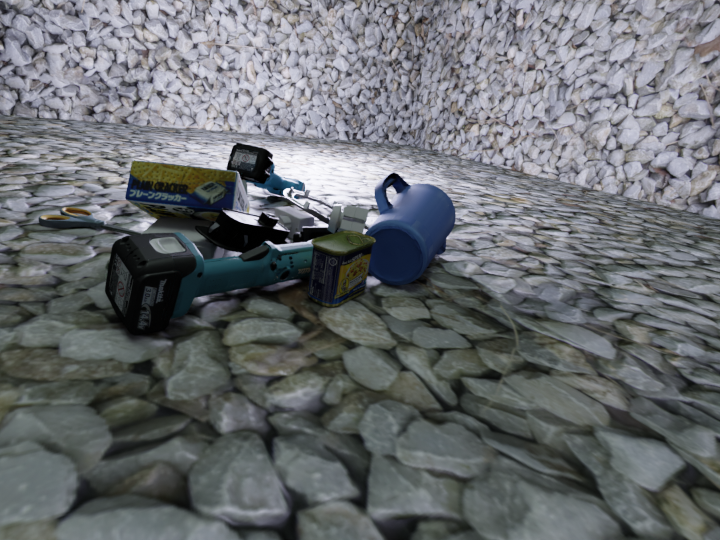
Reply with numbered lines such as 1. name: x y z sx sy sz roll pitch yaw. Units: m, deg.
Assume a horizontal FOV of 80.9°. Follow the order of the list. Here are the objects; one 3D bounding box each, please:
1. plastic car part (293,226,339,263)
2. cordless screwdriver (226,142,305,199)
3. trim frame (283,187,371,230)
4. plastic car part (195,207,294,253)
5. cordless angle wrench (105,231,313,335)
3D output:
1. plastic car part: -0.073 -0.048 0.747 0.111 0.065 0.075 -8 12 -43
2. cordless screwdriver: -0.252 -0.242 1.062 0.165 0.074 0.240 15 -2 17
3. trim frame: -0.046 -0.111 0.863 0.255 0.027 0.180 32 19 12
4. plastic car part: -0.162 -0.057 0.649 0.069 0.067 0.195 44 18 17
5. cordless angle wrench: -0.123 -0.009 0.596 0.078 0.097 0.405 39 30 28
